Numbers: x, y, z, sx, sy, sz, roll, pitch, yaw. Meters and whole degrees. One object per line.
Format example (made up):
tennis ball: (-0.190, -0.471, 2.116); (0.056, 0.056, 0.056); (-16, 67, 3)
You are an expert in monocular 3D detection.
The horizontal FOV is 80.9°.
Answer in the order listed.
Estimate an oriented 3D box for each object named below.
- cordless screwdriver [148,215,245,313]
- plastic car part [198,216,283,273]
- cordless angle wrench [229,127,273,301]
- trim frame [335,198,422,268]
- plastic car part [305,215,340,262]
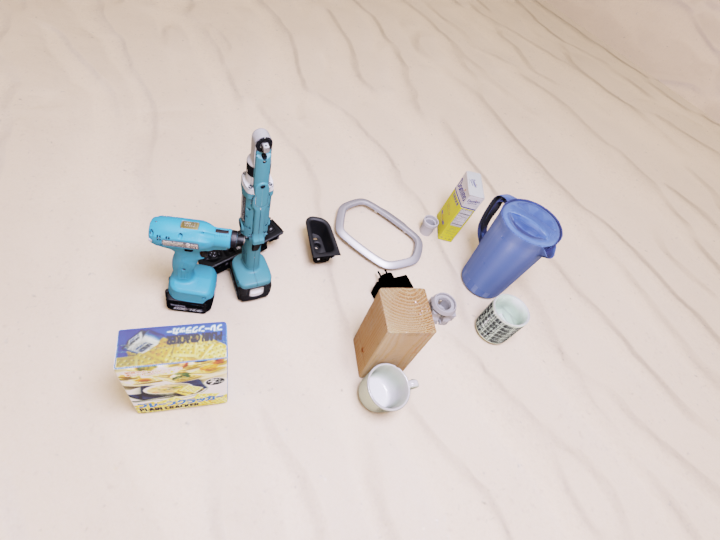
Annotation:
cordless screwdriver: (-0.305, -0.007, 0.810); (0.157, 0.245, 0.076); (8, 54, -10)
plastic car part: (-0.277, -0.051, 0.963); (0.198, 0.066, 0.069); (-29, 66, -29)
cordless angle wrench: (-0.197, -0.087, 0.785); (0.072, 0.417, 0.102); (-11, 60, -24)
trim frame: (0.046, -0.097, 1.092); (0.256, 0.027, 0.182); (35, 54, 15)
plastic car part: (-0.099, -0.065, 1.009); (0.064, 0.070, 0.121); (-6, 56, -19)
